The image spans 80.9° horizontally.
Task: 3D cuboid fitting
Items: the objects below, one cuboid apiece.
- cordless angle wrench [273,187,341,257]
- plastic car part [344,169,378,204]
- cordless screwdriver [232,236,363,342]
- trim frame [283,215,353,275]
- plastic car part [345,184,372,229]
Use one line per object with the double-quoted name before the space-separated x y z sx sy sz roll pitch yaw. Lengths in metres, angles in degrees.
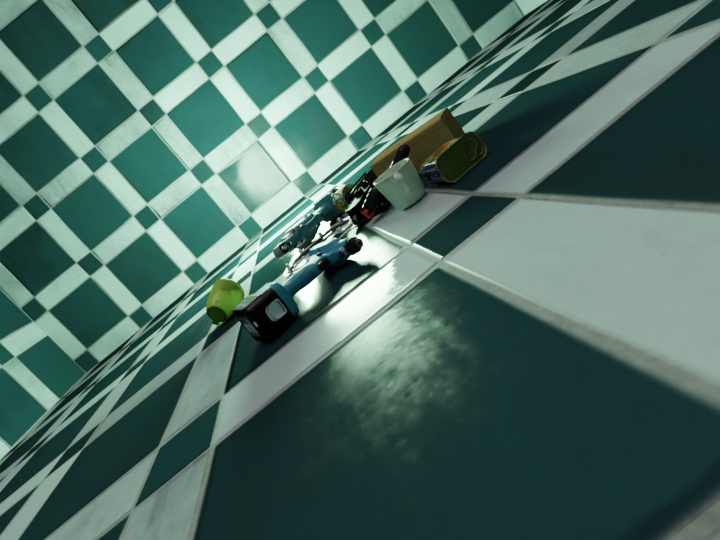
"cordless angle wrench" -0.138 -0.126 1.154 0.100 0.073 0.421 -33 12 27
"plastic car part" 0.014 -0.233 1.165 0.115 0.067 0.071 -49 -3 -27
"cordless screwdriver" -0.106 0.021 0.773 0.245 0.073 0.164 -44 16 -31
"trim frame" -0.107 -0.070 1.095 0.247 0.027 0.190 -41 17 -13
"plastic car part" 0.009 -0.167 1.046 0.068 0.065 0.204 -25 23 26
